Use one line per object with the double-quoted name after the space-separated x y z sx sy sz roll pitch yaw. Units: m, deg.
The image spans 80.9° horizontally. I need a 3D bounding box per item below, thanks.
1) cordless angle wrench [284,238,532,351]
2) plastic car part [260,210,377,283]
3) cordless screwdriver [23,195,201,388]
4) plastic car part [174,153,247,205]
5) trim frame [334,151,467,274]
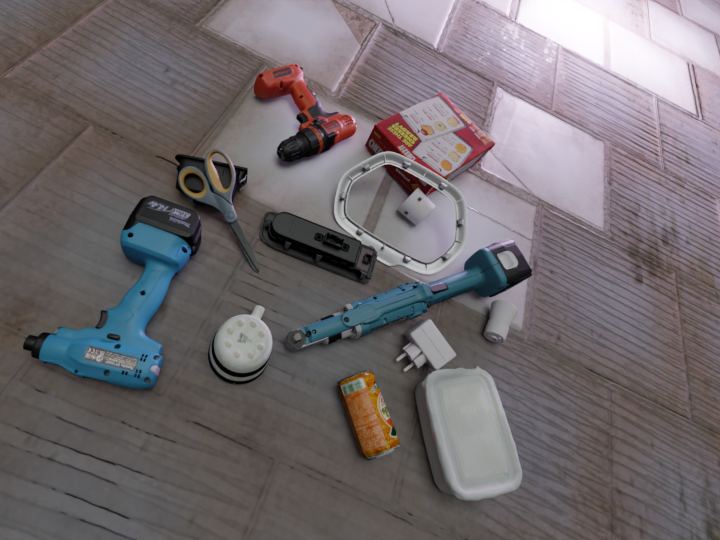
0.079 0.048 0.672 0.413 0.097 0.076 -17 72 -20 "cordless angle wrench"
-0.067 -0.044 0.686 0.202 0.067 0.067 20 76 -3 "plastic car part"
-0.316 0.019 0.568 0.156 0.074 0.253 15 63 -10 "cordless screwdriver"
-0.246 -0.139 0.687 0.114 0.066 0.072 8 76 -11 "plastic car part"
0.074 -0.099 0.742 0.248 0.027 0.184 31 90 -1 "trim frame"
